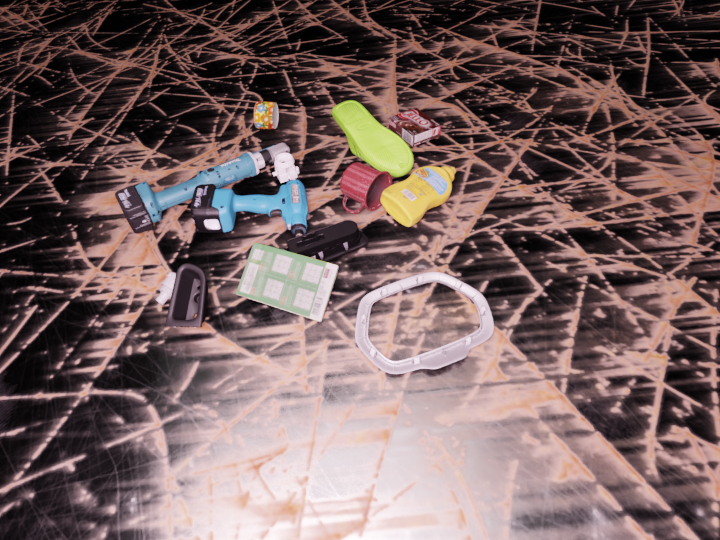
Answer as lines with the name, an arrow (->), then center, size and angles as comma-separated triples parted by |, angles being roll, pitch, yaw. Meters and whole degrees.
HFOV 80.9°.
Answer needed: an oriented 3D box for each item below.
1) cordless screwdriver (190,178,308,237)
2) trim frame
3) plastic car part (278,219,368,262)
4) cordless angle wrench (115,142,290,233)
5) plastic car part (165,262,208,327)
cordless screwdriver -> -0.237, -0.124, 0.918 | 0.247, 0.072, 0.165 | -6, 51, -5
trim frame -> 0.109, 0.086, 0.741 | 0.245, 0.026, 0.193 | -18, 52, -11
plastic car part -> -0.084, -0.055, 0.856 | 0.200, 0.065, 0.070 | -18, 45, -13
cordless angle wrench -> -0.355, -0.220, 1.011 | 0.415, 0.072, 0.103 | -29, 55, -20
plastic car part -> -0.307, 0.053, 0.779 | 0.066, 0.069, 0.119 | 0, 66, 2
